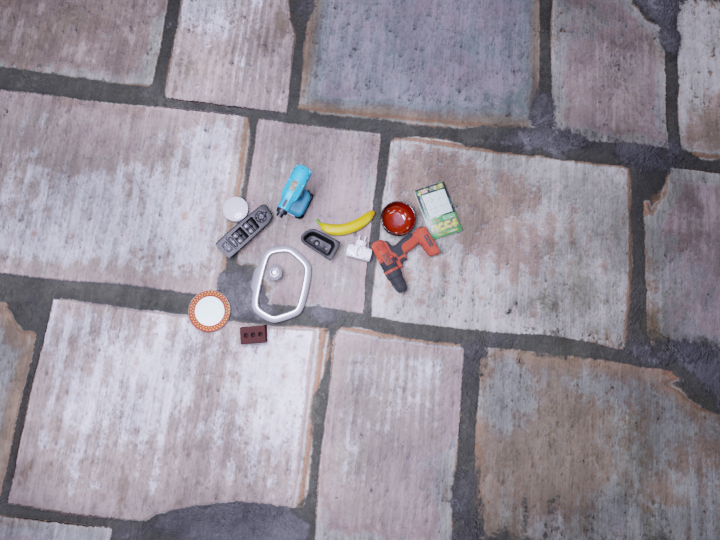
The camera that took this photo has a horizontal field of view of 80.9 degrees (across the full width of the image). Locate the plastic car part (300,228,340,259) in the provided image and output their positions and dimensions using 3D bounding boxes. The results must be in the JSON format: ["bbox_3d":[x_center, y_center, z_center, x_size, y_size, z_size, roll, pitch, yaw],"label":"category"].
[{"bbox_3d":[-0.132,-0.086,1.345,0.117,0.070,0.066,30,82,2],"label":"plastic car part"}]

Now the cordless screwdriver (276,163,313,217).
[{"bbox_3d":[-0.203,-0.208,1.274,0.074,0.248,0.159,26,82,-3],"label":"cordless screwdriver"}]

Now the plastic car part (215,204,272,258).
[{"bbox_3d":[-0.362,-0.124,1.348,0.202,0.067,0.067,-44,88,-7],"label":"plastic car part"}]

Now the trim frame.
[{"bbox_3d":[-0.255,0.041,1.344,0.184,0.027,0.250,11,81,0],"label":"trim frame"}]
